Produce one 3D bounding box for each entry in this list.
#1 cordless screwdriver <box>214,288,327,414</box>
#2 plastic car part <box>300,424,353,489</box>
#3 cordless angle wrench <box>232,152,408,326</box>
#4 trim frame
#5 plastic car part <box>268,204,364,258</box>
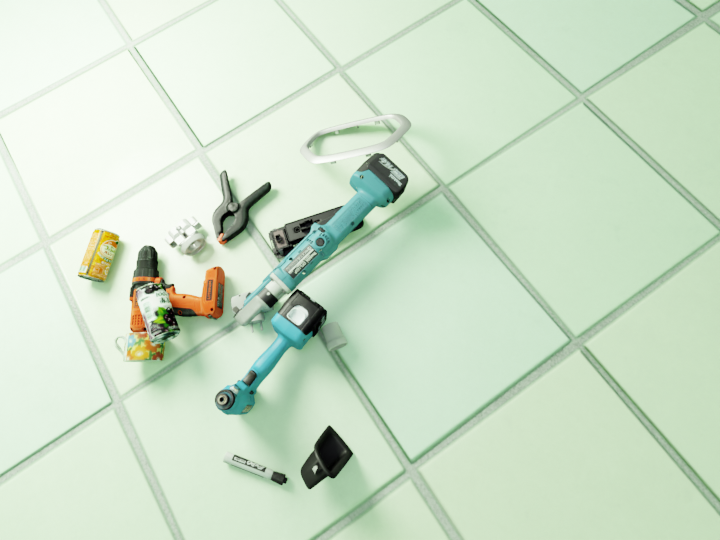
[{"bbox_3d":[-0.163,0.149,0.760,0.076,0.156,0.248,35,75,9],"label":"cordless screwdriver"},{"bbox_3d":[-0.069,0.329,0.724,0.068,0.113,0.071,45,102,12],"label":"plastic car part"},{"bbox_3d":[-0.080,-0.052,0.814,0.099,0.074,0.421,43,79,2],"label":"cordless angle wrench"},{"bbox_3d":[-0.015,-0.286,0.914,0.255,0.026,0.188,-10,42,17],"label":"trim frame"},{"bbox_3d":[-0.094,-0.093,0.889,0.202,0.065,0.069,-17,66,-5],"label":"plastic car part"}]
